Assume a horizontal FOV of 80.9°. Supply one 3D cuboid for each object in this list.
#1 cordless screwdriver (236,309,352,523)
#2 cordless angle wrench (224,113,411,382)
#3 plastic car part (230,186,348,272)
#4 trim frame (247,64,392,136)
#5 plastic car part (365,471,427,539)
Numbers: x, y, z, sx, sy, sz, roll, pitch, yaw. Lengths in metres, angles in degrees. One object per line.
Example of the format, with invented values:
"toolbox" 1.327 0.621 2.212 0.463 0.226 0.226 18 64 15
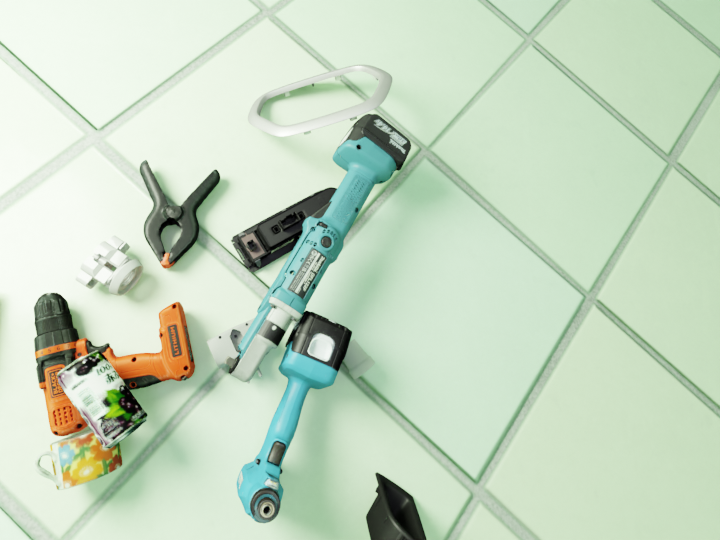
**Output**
"cordless screwdriver" -0.086 0.177 0.540 0.073 0.160 0.250 25 68 -9
"cordless angle wrench" -0.059 -0.039 0.602 0.095 0.076 0.424 33 70 -15
"plastic car part" -0.102 -0.079 0.668 0.199 0.067 0.068 -31 78 -22
"trim frame" -0.068 -0.285 0.702 0.249 0.026 0.193 -19 49 1
"plastic car part" 0.038 0.336 0.549 0.066 0.117 0.071 34 93 -5
